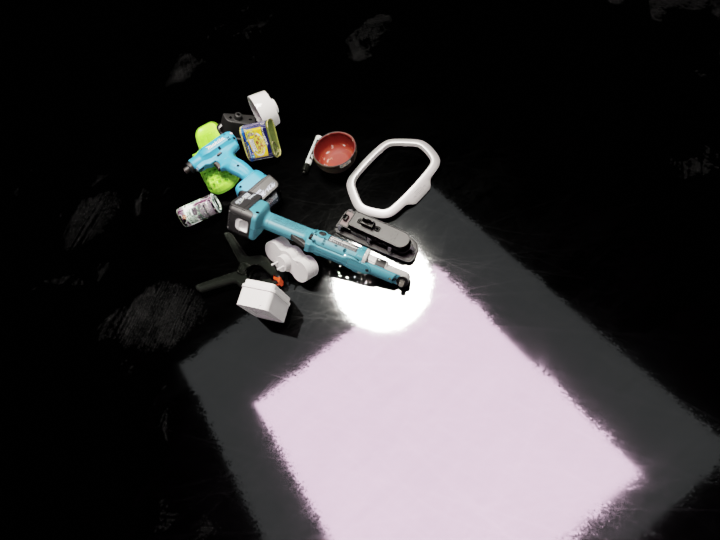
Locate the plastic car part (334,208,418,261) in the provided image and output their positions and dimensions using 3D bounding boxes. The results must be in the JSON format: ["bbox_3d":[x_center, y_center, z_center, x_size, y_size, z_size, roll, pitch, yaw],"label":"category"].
[{"bbox_3d":[0.037,-0.089,0.956,0.211,0.064,0.066,28,67,22],"label":"plastic car part"}]

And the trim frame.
[{"bbox_3d":[0.078,-0.229,1.032,0.193,0.026,0.247,36,76,28],"label":"trim frame"}]

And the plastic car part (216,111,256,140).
[{"bbox_3d":[-0.338,-0.408,1.180,0.112,0.071,0.068,2,58,-24],"label":"plastic car part"}]

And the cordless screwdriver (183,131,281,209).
[{"bbox_3d":[-0.328,-0.237,1.084,0.158,0.072,0.257,-40,72,-16],"label":"cordless screwdriver"}]

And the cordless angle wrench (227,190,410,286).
[{"bbox_3d":[-0.092,-0.060,0.939,0.432,0.073,0.098,22,36,10],"label":"cordless angle wrench"}]
